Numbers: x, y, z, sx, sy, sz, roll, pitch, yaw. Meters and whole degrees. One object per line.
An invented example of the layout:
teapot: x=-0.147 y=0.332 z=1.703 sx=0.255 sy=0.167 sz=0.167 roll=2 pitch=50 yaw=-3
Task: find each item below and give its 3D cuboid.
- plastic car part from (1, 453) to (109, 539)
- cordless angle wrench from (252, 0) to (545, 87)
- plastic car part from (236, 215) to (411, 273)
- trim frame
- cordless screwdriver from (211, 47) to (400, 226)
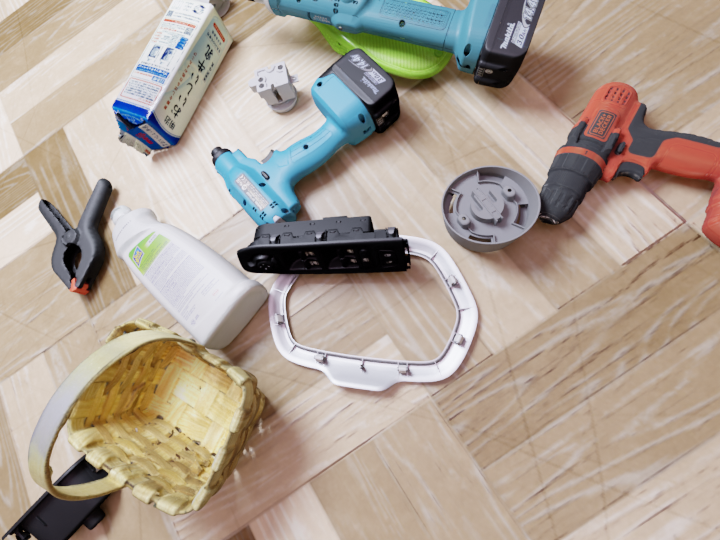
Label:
plastic car part: x=-0.341 y=0.280 z=0.504 sx=0.116 sy=0.065 sz=0.072 roll=-44 pitch=87 yaw=-5
cordless angle wrench: x=-0.009 y=-0.329 z=0.524 sx=0.433 sy=0.072 sz=0.098 roll=20 pitch=88 yaw=12
plastic car part: x=-0.048 y=-0.031 z=0.492 sx=0.207 sy=0.063 sz=0.069 roll=-6 pitch=65 yaw=12
trim frame: x=0.007 y=0.043 z=0.499 sx=0.254 sy=0.026 sz=0.186 roll=5 pitch=77 yaw=13
cordless screwdriver: x=-0.079 y=-0.181 z=0.560 sx=0.249 sy=0.071 sz=0.165 roll=-44 pitch=70 yaw=3
